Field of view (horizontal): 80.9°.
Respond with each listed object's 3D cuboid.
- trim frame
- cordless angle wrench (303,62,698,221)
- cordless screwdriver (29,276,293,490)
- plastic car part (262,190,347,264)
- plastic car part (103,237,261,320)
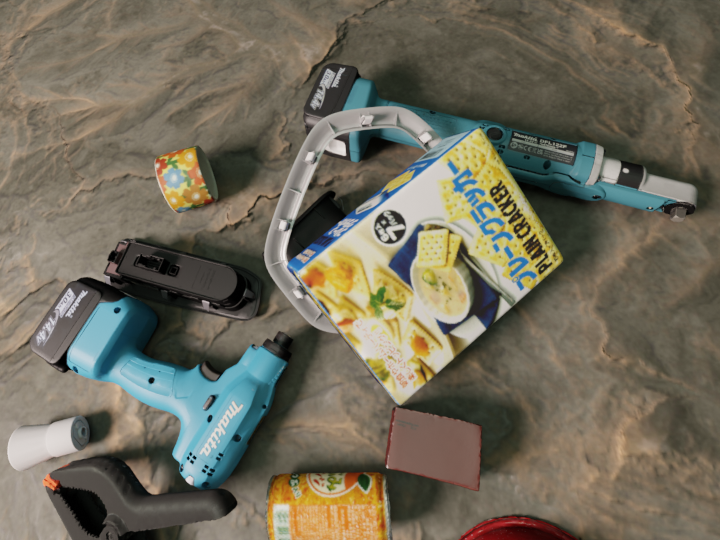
[{"bbox_3d":[0.006,-0.053,0.441,0.180,0.028,0.248,22,88,-11],"label":"trim frame"},{"bbox_3d":[0.144,-0.139,0.484,0.433,0.072,0.098,18,73,13],"label":"cordless angle wrench"},{"bbox_3d":[-0.203,0.086,0.446,0.256,0.072,0.159,28,75,14],"label":"cordless screwdriver"},{"bbox_3d":[-0.047,-0.031,0.478,0.116,0.066,0.072,-43,86,-12],"label":"plastic car part"},{"bbox_3d":[-0.210,0.003,0.487,0.207,0.065,0.067,14,65,11],"label":"plastic car part"}]
